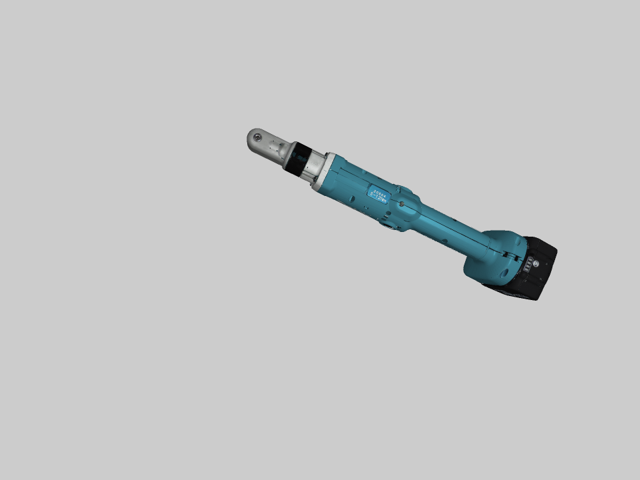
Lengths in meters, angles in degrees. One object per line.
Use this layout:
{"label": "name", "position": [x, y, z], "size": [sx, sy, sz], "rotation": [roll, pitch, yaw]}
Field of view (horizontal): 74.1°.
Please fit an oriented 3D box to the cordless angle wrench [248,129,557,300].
{"label": "cordless angle wrench", "position": [0.099, -0.041, 0.554], "size": [0.423, 0.074, 0.098], "rotation": [25, -5, -7]}
